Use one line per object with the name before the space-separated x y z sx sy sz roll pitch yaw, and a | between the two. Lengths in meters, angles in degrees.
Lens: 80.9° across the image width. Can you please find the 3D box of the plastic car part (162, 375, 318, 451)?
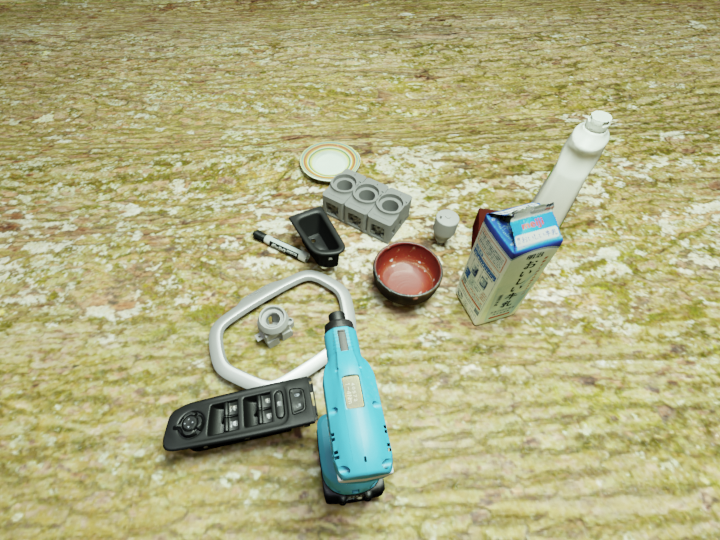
plastic car part | -0.160 0.201 0.572 0.201 0.065 0.069 -9 54 -6

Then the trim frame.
trim frame | -0.121 0.090 0.679 0.244 0.027 0.193 -33 59 -21

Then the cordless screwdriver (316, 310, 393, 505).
cordless screwdriver | -0.015 0.168 0.482 0.074 0.241 0.165 -7 54 -8

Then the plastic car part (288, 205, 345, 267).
plastic car part | -0.074 -0.048 0.755 0.065 0.069 0.122 -22 56 -16
